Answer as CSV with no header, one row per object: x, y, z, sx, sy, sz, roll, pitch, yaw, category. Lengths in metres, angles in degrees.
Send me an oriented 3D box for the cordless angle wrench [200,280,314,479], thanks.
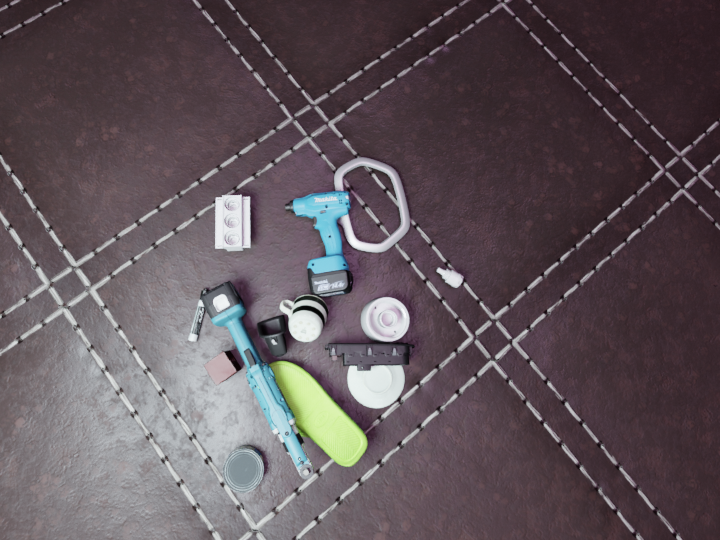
-0.208,0.222,0.879,0.074,0.096,0.436,-29,72,-11,cordless angle wrench

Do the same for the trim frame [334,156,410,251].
0.023,-0.165,1.049,0.182,0.027,0.252,-11,80,-7,trim frame

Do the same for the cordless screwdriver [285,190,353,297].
-0.097,-0.064,0.994,0.162,0.072,0.253,-6,76,9,cordless screwdriver

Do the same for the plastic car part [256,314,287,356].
-0.186,0.152,0.929,0.065,0.120,0.069,-19,106,-10,plastic car part

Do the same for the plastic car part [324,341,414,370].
0.024,0.188,0.938,0.202,0.065,0.069,-4,64,-3,plastic car part
